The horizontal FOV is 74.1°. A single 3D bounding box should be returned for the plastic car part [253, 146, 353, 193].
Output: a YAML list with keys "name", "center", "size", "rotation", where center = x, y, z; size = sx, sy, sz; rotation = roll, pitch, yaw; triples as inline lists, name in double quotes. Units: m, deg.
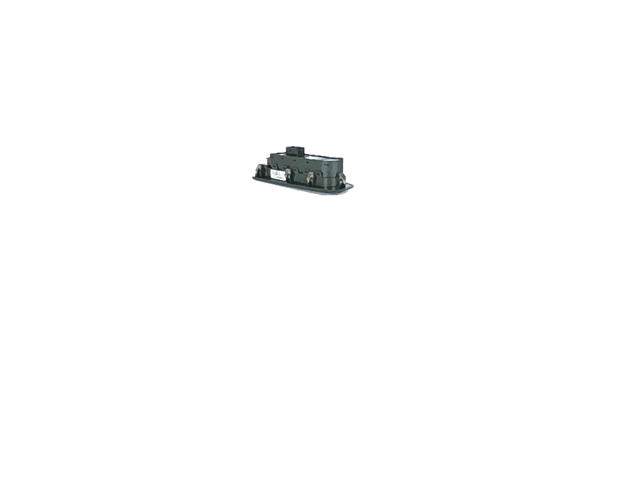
- name: "plastic car part"
  center: [-0.026, -0.112, 0.671]
  size: [0.066, 0.067, 0.204]
  rotation: [-6, 21, -40]
